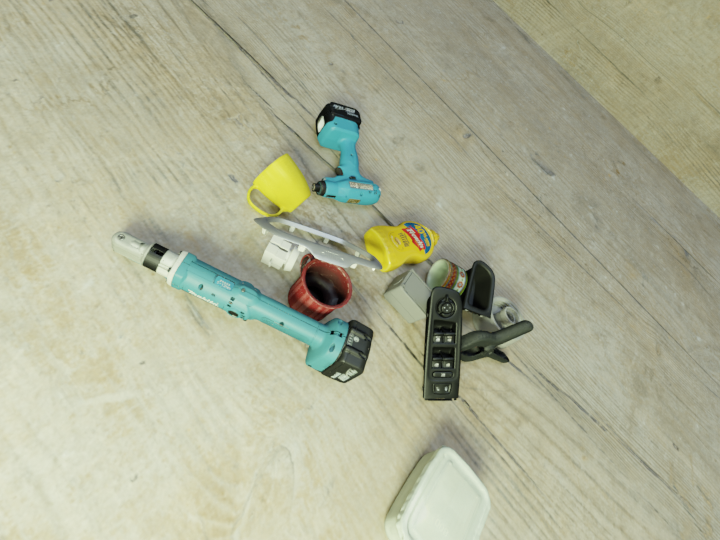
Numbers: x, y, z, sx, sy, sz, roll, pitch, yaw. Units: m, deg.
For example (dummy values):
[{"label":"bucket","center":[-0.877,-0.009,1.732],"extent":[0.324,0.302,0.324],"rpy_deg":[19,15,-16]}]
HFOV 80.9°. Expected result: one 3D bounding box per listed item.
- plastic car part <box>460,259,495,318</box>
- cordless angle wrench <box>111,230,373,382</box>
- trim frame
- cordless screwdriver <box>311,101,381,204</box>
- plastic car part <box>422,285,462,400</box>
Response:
[{"label":"plastic car part","center":[0.243,0.043,0.914],"extent":[0.065,0.072,0.118],"rpy_deg":[22,66,-13]},{"label":"cordless angle wrench","center":[-0.184,0.046,0.653],"extent":[0.417,0.098,0.075],"rpy_deg":[28,53,-7]},{"label":"trim frame","center":[-0.074,-0.048,0.756],"extent":[0.239,0.027,0.192],"rpy_deg":[19,10,-22]},{"label":"cordless screwdriver","center":[-0.053,-0.262,0.951],"extent":[0.152,0.075,0.256],"rpy_deg":[1,63,-30]},{"label":"plastic car part","center":[0.145,0.127,0.766],"extent":[0.066,0.067,0.202],"rpy_deg":[3,95,-2]}]
